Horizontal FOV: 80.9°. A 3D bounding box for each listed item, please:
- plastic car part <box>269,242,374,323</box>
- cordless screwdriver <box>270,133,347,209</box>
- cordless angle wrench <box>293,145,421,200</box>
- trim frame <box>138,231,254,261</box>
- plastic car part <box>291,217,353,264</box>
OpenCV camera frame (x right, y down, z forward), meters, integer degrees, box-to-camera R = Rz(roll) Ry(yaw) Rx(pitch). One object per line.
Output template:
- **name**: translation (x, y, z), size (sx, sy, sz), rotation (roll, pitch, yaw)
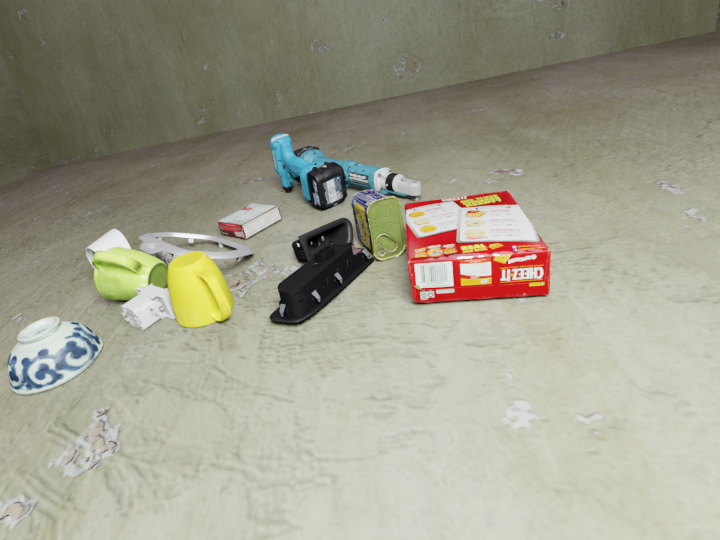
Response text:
- **plastic car part**: translation (-0.056, 0.007, 0.622), size (0.069, 0.065, 0.200), rotation (13, 39, 29)
- **cordless screwdriver**: translation (-0.135, -0.221, 1.028), size (0.073, 0.153, 0.263), rotation (-28, 45, -25)
- **cordless angle wrench**: translation (-0.022, -0.234, 1.027), size (0.072, 0.095, 0.448), rotation (-25, 33, -33)
- **trim frame**: translation (-0.313, -0.045, 0.796), size (0.263, 0.027, 0.175), rotation (18, 14, 42)
- **plastic car part**: translation (-0.072, -0.047, 0.736), size (0.074, 0.065, 0.113), rotation (-5, 21, 46)
